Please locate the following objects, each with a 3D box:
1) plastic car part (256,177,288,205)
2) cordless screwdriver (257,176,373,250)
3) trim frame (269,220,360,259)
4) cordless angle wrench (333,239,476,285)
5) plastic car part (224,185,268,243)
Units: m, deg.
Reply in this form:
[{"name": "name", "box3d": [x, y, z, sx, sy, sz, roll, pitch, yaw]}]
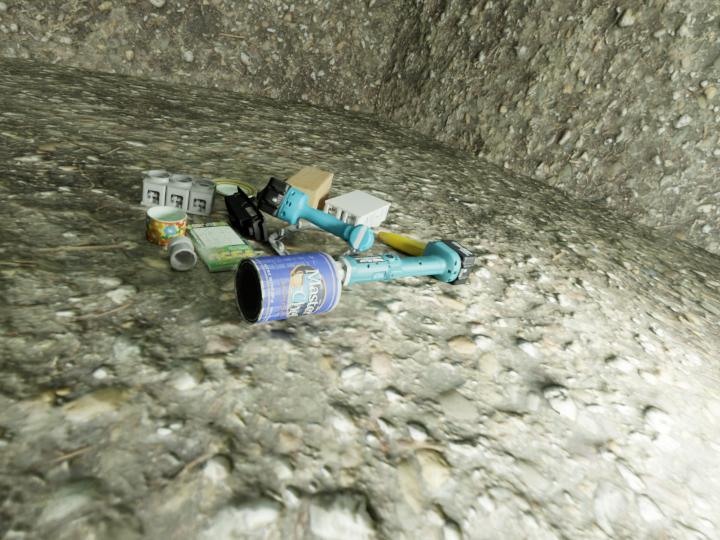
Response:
[{"name": "plastic car part", "box3d": [-0.234, -0.195, 1.107, 0.073, 0.064, 0.117, 5, 27, 12]}, {"name": "cordless screwdriver", "box3d": [-0.088, -0.110, 0.903, 0.252, 0.074, 0.157, 26, 2, 6]}, {"name": "trim frame", "box3d": [-0.092, -0.060, 0.940, 0.191, 0.027, 0.242, 27, 27, 18]}, {"name": "cordless angle wrench", "box3d": [0.052, -0.008, 0.871, 0.407, 0.073, 0.103, -5, 32, -29]}, {"name": "plastic car part", "box3d": [-0.265, -0.126, 0.954, 0.066, 0.064, 0.214, -22, 39, -14]}]
